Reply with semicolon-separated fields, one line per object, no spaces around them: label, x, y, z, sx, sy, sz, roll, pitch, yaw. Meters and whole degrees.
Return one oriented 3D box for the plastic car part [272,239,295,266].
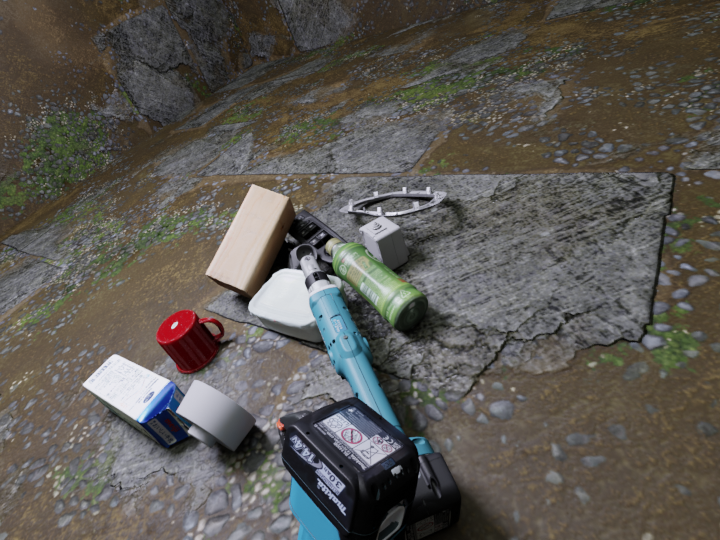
plastic car part;-0.210;-0.047;0.942;0.117;0.068;0.068;-17;35;5

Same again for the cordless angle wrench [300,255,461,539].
cordless angle wrench;-0.014;0.113;0.565;0.073;0.094;0.445;-20;43;-10

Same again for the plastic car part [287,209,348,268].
plastic car part;-0.086;-0.056;0.881;0.065;0.064;0.215;-34;38;-17

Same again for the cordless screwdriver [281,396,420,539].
cordless screwdriver;-0.013;0.247;0.353;0.071;0.245;0.168;-7;29;-43

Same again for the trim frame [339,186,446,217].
trim frame;0.062;-0.144;0.885;0.179;0.027;0.262;-26;24;-27
